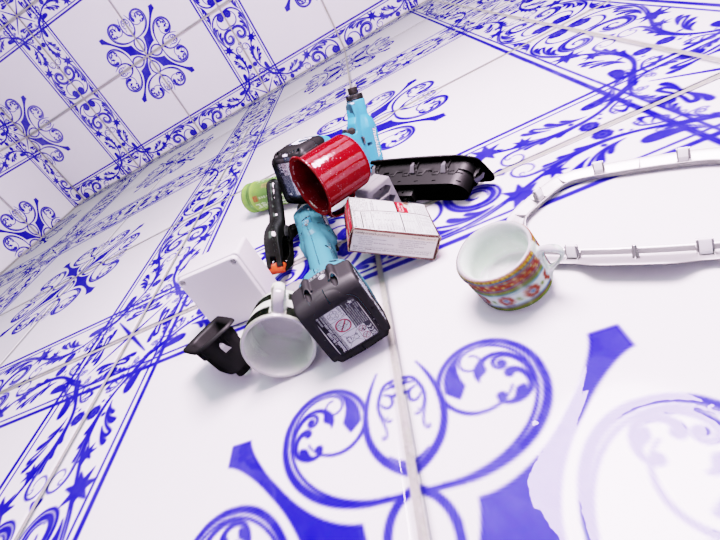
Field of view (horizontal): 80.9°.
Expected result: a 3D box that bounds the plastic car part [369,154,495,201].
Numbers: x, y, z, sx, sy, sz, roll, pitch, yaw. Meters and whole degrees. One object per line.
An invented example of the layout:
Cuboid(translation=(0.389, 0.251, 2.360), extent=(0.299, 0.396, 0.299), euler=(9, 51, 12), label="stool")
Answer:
Cuboid(translation=(0.094, -0.136, 0.638), extent=(0.213, 0.063, 0.067), euler=(6, 57, 46), label="plastic car part")

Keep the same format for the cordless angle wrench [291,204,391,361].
Cuboid(translation=(-0.061, -0.040, 0.619), extent=(0.075, 0.094, 0.439), euler=(-33, 28, 4), label="cordless angle wrench")

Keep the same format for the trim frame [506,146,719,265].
Cuboid(translation=(0.272, -0.064, 0.415), extent=(0.260, 0.026, 0.184), euler=(0, 45, 39), label="trim frame")

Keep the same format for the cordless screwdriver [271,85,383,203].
Cuboid(translation=(-0.047, -0.219, 0.728), extent=(0.078, 0.155, 0.244), euler=(0, 27, 36), label="cordless screwdriver")

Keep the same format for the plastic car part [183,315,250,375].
Cuboid(translation=(-0.171, 0.102, 0.533), extent=(0.065, 0.069, 0.121), euler=(-48, 19, -25), label="plastic car part")
